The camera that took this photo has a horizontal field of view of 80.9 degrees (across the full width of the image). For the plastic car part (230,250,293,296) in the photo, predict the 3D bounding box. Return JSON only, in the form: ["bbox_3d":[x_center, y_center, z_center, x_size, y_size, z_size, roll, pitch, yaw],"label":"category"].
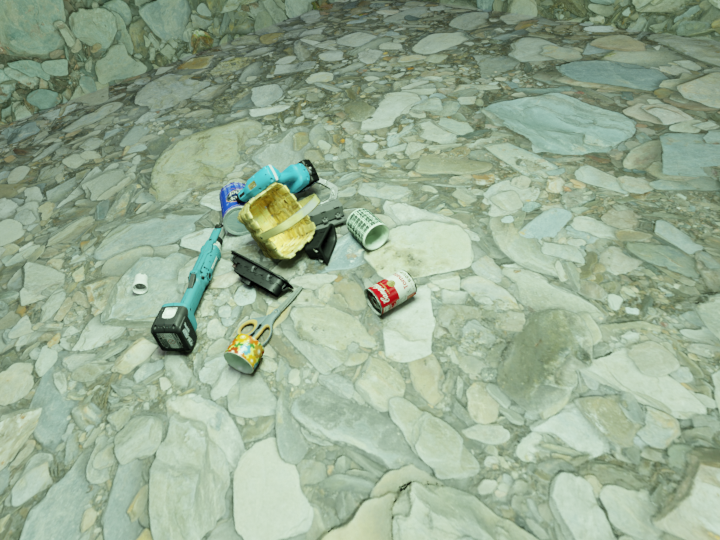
[{"bbox_3d":[-0.263,0.013,1.084,0.213,0.063,0.067,20,62,28],"label":"plastic car part"}]

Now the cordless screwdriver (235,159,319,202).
[{"bbox_3d":[-0.242,-0.254,1.236,0.163,0.074,0.242,-27,1,33],"label":"cordless screwdriver"}]

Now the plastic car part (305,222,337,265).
[{"bbox_3d":[-0.112,-0.073,1.145,0.073,0.063,0.118,-8,40,23],"label":"plastic car part"}]

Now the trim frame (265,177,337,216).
[{"bbox_3d":[-0.193,-0.234,1.339,0.247,0.026,0.192,-14,45,-4],"label":"trim frame"}]

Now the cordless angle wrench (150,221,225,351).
[{"bbox_3d":[-0.420,0.015,1.105,0.075,0.094,0.434,-4,41,5],"label":"cordless angle wrench"}]
